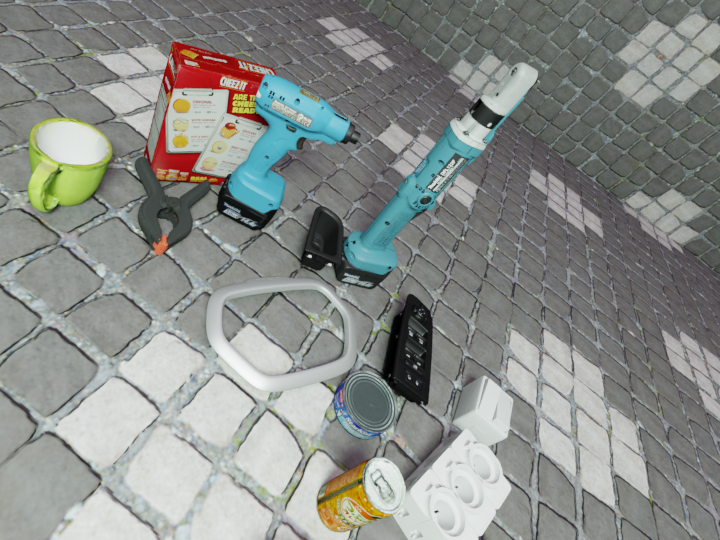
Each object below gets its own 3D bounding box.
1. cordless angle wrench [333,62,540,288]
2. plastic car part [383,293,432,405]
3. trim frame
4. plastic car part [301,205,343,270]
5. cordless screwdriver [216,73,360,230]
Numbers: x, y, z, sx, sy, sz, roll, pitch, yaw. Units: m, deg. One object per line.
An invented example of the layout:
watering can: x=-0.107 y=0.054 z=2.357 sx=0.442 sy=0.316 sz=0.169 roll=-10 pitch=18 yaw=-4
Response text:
cordless angle wrench: x=0.093 y=-0.122 z=0.641 sx=0.094 sy=0.425 sz=0.077 roll=17 pitch=45 yaw=-27
plastic car part: x=0.076 y=0.122 z=0.670 sx=0.065 sy=0.067 sz=0.205 roll=31 pitch=40 yaw=-9
trim frame: x=-0.105 y=0.080 z=0.614 sx=0.238 sy=0.027 sz=0.192 roll=-7 pitch=55 yaw=-39
plastic car part: x=-0.071 y=-0.046 z=0.727 sx=0.064 sy=0.071 sz=0.119 roll=23 pitch=42 yaw=-18
cordless screwdriver: x=-0.123 y=-0.167 z=0.668 sx=0.155 sy=0.250 sz=0.076 roll=26 pitch=42 yaw=-17
